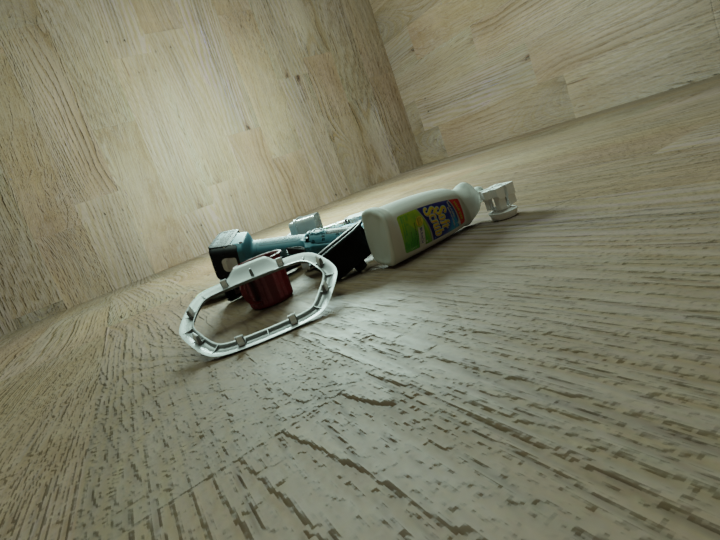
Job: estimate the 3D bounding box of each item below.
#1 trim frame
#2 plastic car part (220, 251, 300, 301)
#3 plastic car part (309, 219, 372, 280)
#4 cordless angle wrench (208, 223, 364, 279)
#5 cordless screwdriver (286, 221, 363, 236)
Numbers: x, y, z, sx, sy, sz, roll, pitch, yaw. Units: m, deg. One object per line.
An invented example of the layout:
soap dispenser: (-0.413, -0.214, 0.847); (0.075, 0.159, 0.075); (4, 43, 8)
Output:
trim frame: (-0.152, 0.040, 0.628); (0.247, 0.026, 0.193); (-24, 35, -5)
plastic car part: (-0.202, -0.005, 0.918); (0.198, 0.065, 0.070); (-31, 13, -39)
plastic car part: (-0.023, -0.025, 0.731); (0.117, 0.070, 0.067); (-36, 10, 6)
cordless angle wrench: (-0.081, -0.053, 0.825); (0.429, 0.072, 0.100); (-6, 28, 10)
cordless screwdriver: (-0.051, -0.083, 1.012); (0.251, 0.073, 0.160); (-15, 13, 6)
